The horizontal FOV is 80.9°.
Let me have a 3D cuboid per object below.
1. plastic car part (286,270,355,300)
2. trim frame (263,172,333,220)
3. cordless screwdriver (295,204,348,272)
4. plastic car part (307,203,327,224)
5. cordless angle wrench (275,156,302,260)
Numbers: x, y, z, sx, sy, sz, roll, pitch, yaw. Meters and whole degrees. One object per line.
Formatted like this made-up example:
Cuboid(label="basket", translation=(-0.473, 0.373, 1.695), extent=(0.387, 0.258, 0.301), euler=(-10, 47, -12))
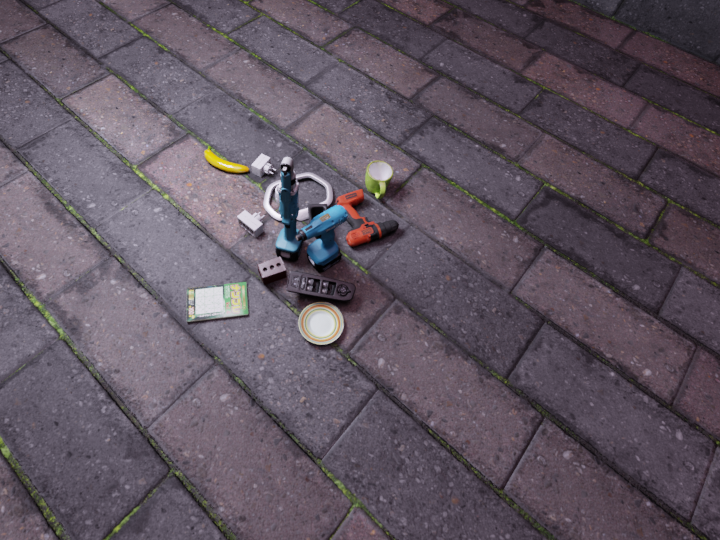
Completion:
Cuboid(label="plastic car part", translation=(-0.118, 0.057, 1.264), extent=(0.204, 0.065, 0.068), euler=(9, 60, 2))
Cuboid(label="trim frame", translation=(-0.216, -0.255, 1.464), extent=(0.244, 0.027, 0.192), euler=(-20, 63, -14))
Cuboid(label="cordless screwdriver", translation=(-0.121, -0.079, 1.240), extent=(0.156, 0.244, 0.077), euler=(-32, 70, -22))
Cuboid(label="plastic car part", translation=(-0.138, -0.154, 1.384), extent=(0.065, 0.069, 0.120), euler=(-3, 60, -7))
Cuboid(label="cordless angle wrench", translation=(-0.201, -0.168, 1.190), extent=(0.075, 0.414, 0.099), euler=(15, 61, 0))
